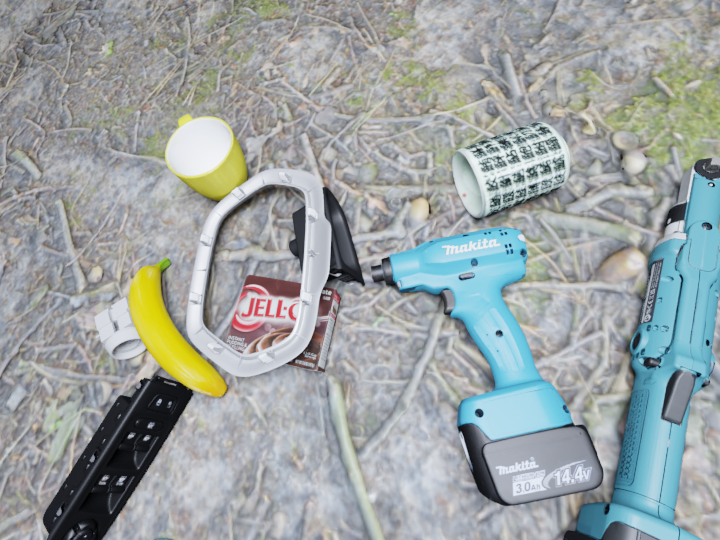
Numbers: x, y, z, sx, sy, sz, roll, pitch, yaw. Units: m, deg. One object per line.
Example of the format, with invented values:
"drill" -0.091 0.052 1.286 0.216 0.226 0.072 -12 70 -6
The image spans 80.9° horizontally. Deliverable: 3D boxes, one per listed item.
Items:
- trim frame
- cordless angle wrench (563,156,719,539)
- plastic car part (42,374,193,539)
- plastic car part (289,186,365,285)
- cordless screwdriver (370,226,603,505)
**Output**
"trim frame" -0.115 -0.011 0.473 0.190 0.026 0.254 -7 63 21
"cordless angle wrench" 0.271 0.073 0.369 0.077 0.094 0.424 19 69 16
"plastic car part" -0.266 0.202 0.444 0.070 0.063 0.204 17 73 26
"plastic car part" -0.049 -0.032 0.497 0.072 0.062 0.121 -26 61 15
"cordless screwdriver" 0.105 0.079 0.407 0.161 0.071 0.256 -12 62 7
